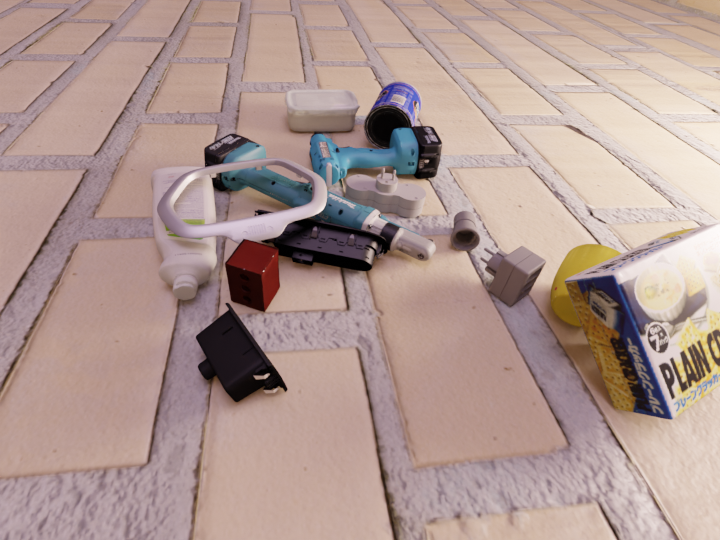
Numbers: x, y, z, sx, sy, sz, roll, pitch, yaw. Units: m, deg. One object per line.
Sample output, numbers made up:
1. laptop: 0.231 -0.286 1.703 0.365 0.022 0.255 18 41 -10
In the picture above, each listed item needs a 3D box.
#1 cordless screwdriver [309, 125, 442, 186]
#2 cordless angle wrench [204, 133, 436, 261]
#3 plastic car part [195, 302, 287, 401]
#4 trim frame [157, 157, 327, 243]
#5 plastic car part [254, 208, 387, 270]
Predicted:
1. cordless screwdriver: 0.022 -0.239 0.838 0.246 0.072 0.166 -8 44 -7
2. cordless angle wrench: -0.077 -0.116 0.703 0.439 0.072 0.097 27 47 20
3. plastic car part: -0.145 0.099 0.477 0.070 0.063 0.123 -37 52 -19
4. trim frame: -0.171 -0.109 0.624 0.243 0.027 0.194 -13 46 -17
5. plastic car part: -0.061 -0.040 0.625 0.205 0.064 0.068 8 57 6
